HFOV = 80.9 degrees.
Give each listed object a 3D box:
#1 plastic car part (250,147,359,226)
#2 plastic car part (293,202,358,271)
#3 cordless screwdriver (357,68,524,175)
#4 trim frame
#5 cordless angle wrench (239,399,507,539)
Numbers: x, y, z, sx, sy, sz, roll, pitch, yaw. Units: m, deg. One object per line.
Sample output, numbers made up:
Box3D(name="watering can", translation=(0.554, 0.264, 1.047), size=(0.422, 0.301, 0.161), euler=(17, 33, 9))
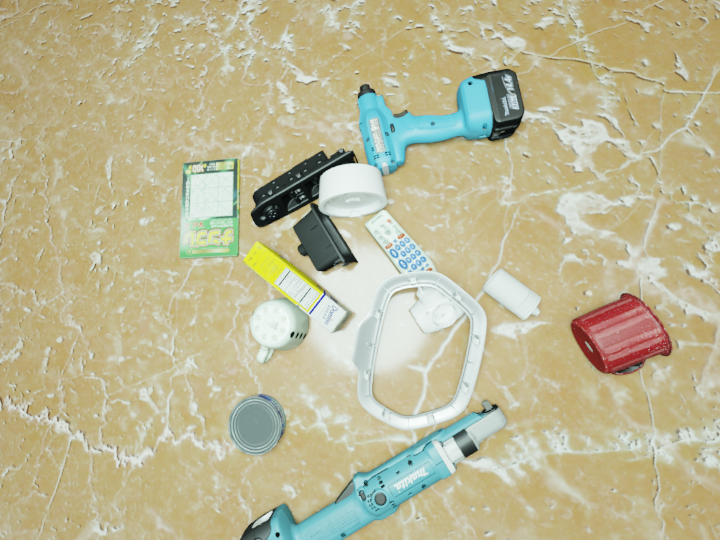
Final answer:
Box3D(name="plastic car part", translation=(-0.103, -0.147, 0.712), size=(0.203, 0.064, 0.069), euler=(-33, 70, 2))
Box3D(name="plastic car part", translation=(-0.068, -0.044, 0.693), size=(0.071, 0.063, 0.120), euler=(-39, 74, 14))
Box3D(name="cordless screwdriver", translation=(0.120, -0.262, 0.692), size=(0.252, 0.072, 0.162), euler=(-14, 79, 10))
Box3D(name="trim frame", translation=(0.082, 0.122, 0.620), size=(0.186, 0.027, 0.246), euler=(12, 101, 6))
Box3D(name="cordless angle wrench", translation=(0.026, 0.317, 0.608), size=(0.423, 0.073, 0.100), euler=(-32, 79, 0))
